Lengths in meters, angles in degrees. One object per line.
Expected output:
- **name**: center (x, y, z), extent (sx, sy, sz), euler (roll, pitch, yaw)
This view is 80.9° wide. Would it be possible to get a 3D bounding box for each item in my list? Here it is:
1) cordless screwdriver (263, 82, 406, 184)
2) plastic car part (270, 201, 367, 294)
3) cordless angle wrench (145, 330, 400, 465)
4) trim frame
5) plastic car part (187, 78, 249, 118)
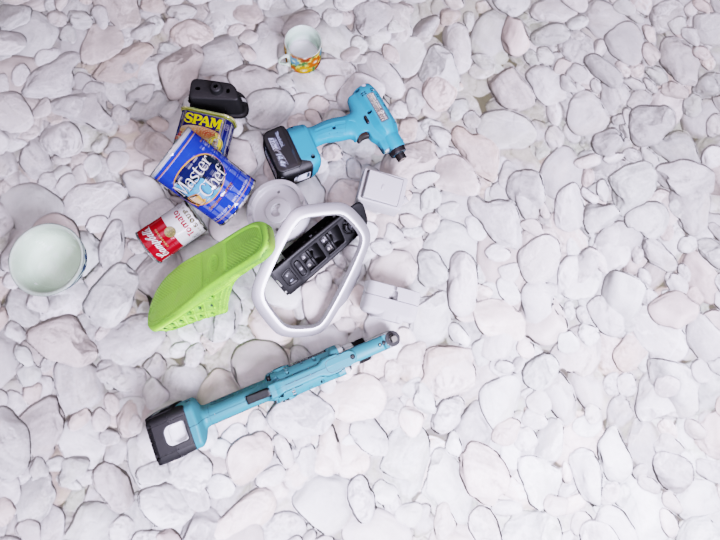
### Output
- **cordless screwdriver**: center (-0.045, -0.228, 0.778), extent (0.246, 0.074, 0.161), euler (-29, 83, -11)
- **plastic car part**: center (-0.073, -0.048, 0.750), extent (0.202, 0.070, 0.063), euler (-38, 124, -5)
- **cordless angle wrench**: center (-0.128, 0.188, 0.699), extent (0.418, 0.098, 0.075), euler (-21, 85, -10)
- **trim frame**: center (-0.079, 0.000, 0.713), extent (0.176, 0.029, 0.248), euler (24, 93, -27)
- **plastic car part**: center (-0.270, -0.326, 0.787), extent (0.117, 0.070, 0.066), euler (4, 83, 0)
